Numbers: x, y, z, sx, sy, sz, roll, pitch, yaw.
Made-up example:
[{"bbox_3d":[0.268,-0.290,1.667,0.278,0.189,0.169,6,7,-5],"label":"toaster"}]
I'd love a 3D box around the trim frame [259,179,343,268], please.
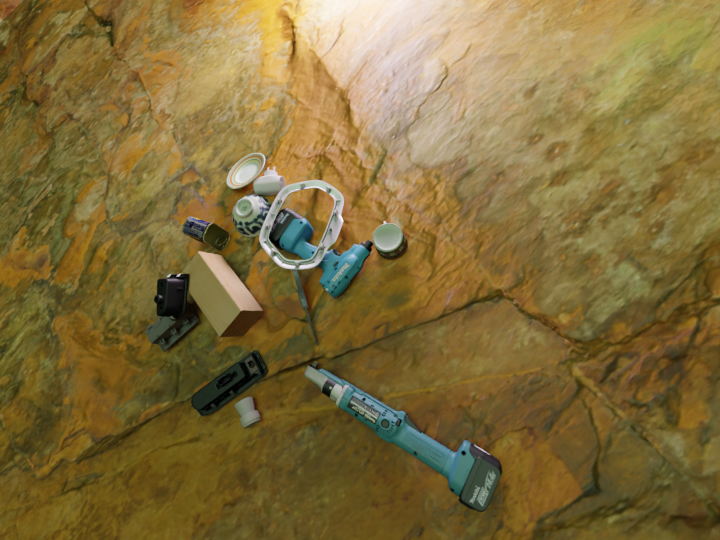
[{"bbox_3d":[-0.136,-0.116,1.011,0.188,0.027,0.250,17,66,10],"label":"trim frame"}]

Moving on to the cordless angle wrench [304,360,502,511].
[{"bbox_3d":[0.058,0.308,0.852,0.443,0.071,0.098,25,81,26],"label":"cordless angle wrench"}]

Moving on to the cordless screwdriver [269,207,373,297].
[{"bbox_3d":[-0.101,-0.066,1.034,0.259,0.071,0.159,38,84,22],"label":"cordless screwdriver"}]

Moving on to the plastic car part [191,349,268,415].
[{"bbox_3d":[-0.319,0.272,0.996,0.204,0.065,0.068,-38,73,6],"label":"plastic car part"}]

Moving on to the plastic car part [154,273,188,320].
[{"bbox_3d":[-0.467,0.063,1.029,0.068,0.067,0.118,-5,78,28],"label":"plastic car part"}]
